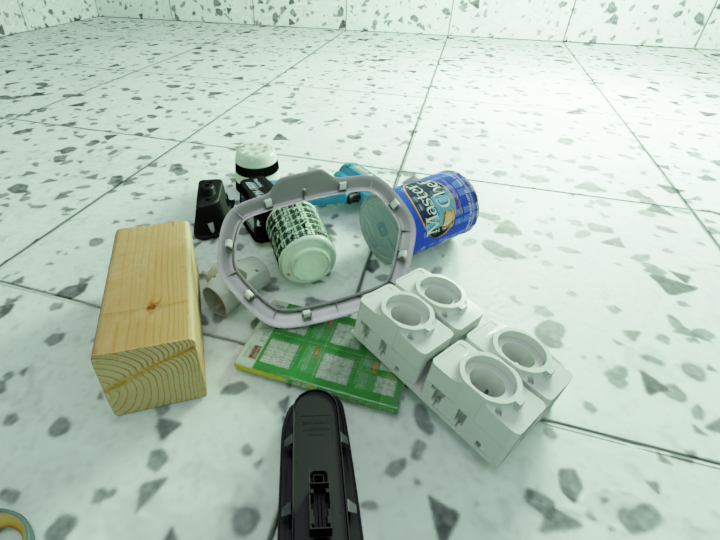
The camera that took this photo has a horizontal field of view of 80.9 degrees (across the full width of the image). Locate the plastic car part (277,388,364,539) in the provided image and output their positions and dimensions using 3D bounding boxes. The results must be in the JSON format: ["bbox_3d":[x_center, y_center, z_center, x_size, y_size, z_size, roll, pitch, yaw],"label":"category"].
[{"bbox_3d":[-0.035,0.178,0.329,0.066,0.065,0.210,-8,36,-2],"label":"plastic car part"}]

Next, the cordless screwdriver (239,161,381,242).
[{"bbox_3d":[-0.059,-0.108,0.681,0.241,0.072,0.168,-19,42,-29],"label":"cordless screwdriver"}]

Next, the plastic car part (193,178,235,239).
[{"bbox_3d":[-0.241,-0.109,0.682,0.065,0.069,0.121,-6,36,-9],"label":"plastic car part"}]

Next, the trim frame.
[{"bbox_3d":[-0.050,-0.033,0.513,0.246,0.027,0.188,-14,76,-6],"label":"trim frame"}]
